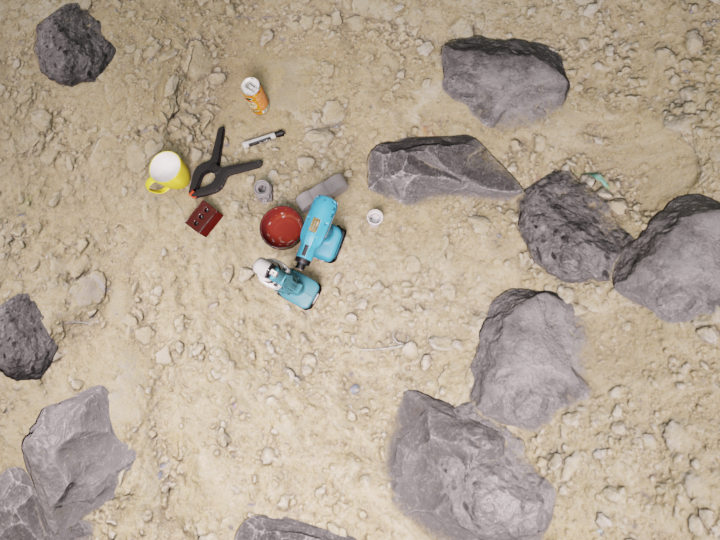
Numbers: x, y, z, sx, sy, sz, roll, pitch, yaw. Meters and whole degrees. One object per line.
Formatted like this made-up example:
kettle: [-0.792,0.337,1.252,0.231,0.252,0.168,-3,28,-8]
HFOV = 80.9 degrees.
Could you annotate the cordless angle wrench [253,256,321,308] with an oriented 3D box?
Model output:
cordless angle wrench: [-0.153,0.022,0.864,0.099,0.416,0.074,29,83,5]

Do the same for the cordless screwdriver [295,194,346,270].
cordless screwdriver: [-0.094,-0.062,0.962,0.075,0.244,0.160,20,82,4]
